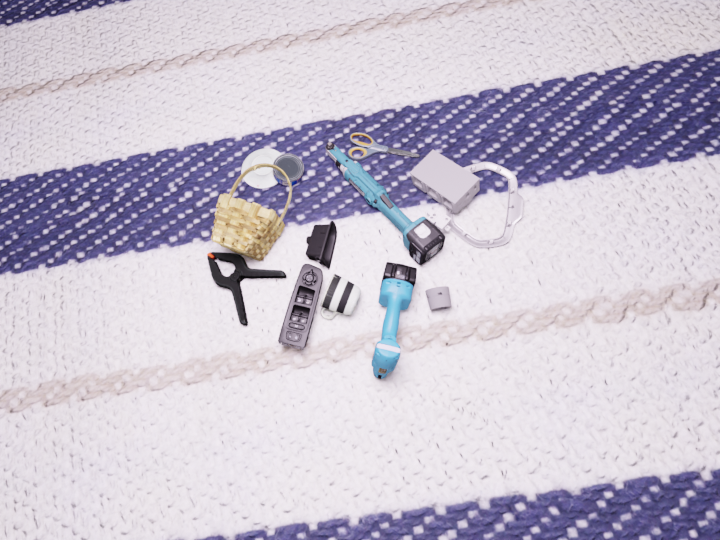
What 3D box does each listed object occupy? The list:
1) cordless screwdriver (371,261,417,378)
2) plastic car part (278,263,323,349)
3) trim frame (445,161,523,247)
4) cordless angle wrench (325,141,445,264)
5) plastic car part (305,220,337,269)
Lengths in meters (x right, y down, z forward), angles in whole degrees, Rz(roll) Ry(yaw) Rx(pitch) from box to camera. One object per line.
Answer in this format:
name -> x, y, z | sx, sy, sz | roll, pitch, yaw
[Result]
cordless screwdriver -> 0.068, 0.115, 0.961 | 0.075, 0.155, 0.253 | 12, 56, 3
plastic car part -> -0.133, 0.085, 1.014 | 0.068, 0.064, 0.205 | 9, 74, 14
trim frame -> 0.318, -0.174, 1.086 | 0.187, 0.027, 0.251 | 11, 69, 9
cordless angle wrench -> 0.042, -0.196, 1.099 | 0.074, 0.094, 0.441 | -37, 66, -10
plastic car part -> -0.106, -0.069, 1.080 | 0.073, 0.063, 0.118 | 1, 66, 20
